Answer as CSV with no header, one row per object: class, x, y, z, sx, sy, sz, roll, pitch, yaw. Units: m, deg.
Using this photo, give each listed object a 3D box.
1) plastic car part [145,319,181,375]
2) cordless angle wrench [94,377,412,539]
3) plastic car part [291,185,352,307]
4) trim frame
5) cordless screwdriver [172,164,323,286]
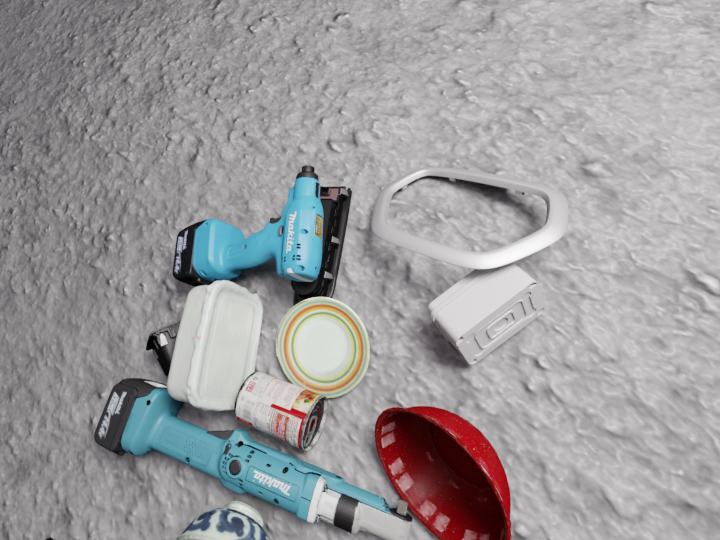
plastic car part,-0.270,0.121,0.616,0.064,0.118,0.072,-19,76,-36
cordless angle wrench,-0.147,0.243,0.535,0.439,0.071,0.099,12,75,21
plastic car part,-0.060,-0.039,0.617,0.068,0.065,0.205,4,74,12
trim frame,0.127,-0.078,0.541,0.263,0.026,0.182,21,57,40
cordless screwdriver,-0.161,-0.055,0.615,0.259,0.070,0.162,-8,69,32
